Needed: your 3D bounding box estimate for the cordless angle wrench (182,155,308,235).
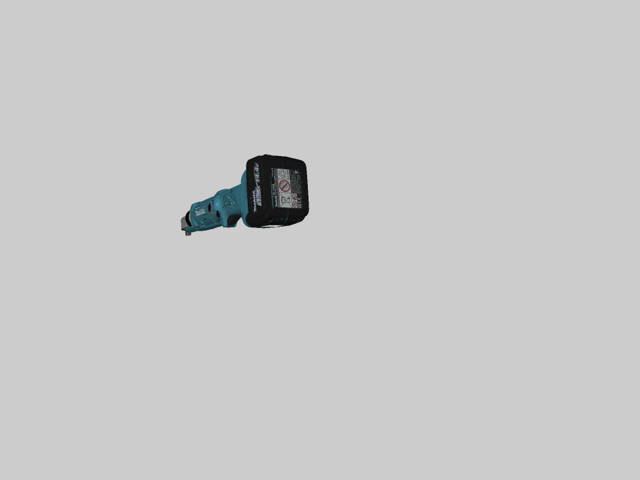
[{"bbox_3d":[-0.168,-0.054,0.740,0.074,0.098,0.424,-2,-4,-36],"label":"cordless angle wrench"}]
